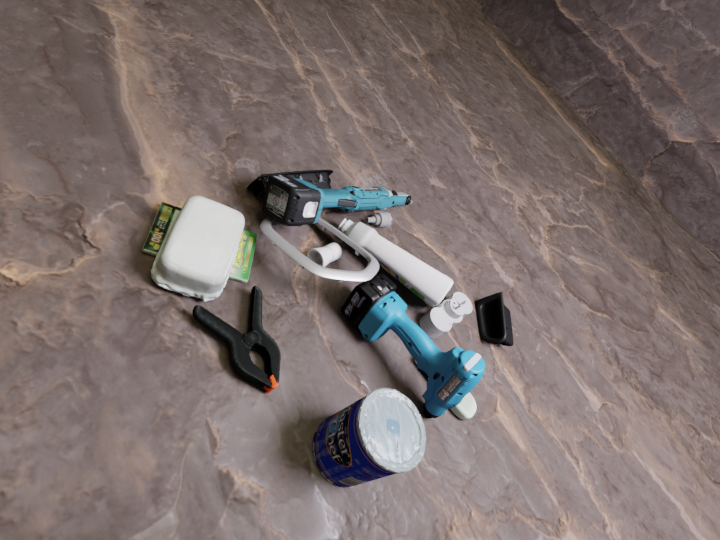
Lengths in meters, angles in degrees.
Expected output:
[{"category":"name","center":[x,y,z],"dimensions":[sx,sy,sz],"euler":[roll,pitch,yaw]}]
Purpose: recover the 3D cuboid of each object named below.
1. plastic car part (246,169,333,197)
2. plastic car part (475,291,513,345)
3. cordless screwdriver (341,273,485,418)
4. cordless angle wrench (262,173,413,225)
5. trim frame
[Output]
[{"category":"plastic car part","center":[-0.132,-0.177,0.888],"dimensions":[0.196,0.067,0.068],"euler":[-22,81,-41]},{"category":"plastic car part","center":[0.304,0.118,0.927],"dimensions":[0.067,0.067,0.119],"euler":[29,48,-31]},{"category":"cordless screwdriver","center":[0.075,0.133,0.738],"dimensions":[0.260,0.157,0.072],"euler":[42,39,24]},{"category":"cordless angle wrench","center":[-0.019,-0.154,0.911],"dimensions":[0.103,0.073,0.405],"euler":[32,27,33]},{"category":"trim frame","center":[-0.077,-0.050,0.789],"dimensions":[0.261,0.027,0.177],"euler":[35,33,29]}]
